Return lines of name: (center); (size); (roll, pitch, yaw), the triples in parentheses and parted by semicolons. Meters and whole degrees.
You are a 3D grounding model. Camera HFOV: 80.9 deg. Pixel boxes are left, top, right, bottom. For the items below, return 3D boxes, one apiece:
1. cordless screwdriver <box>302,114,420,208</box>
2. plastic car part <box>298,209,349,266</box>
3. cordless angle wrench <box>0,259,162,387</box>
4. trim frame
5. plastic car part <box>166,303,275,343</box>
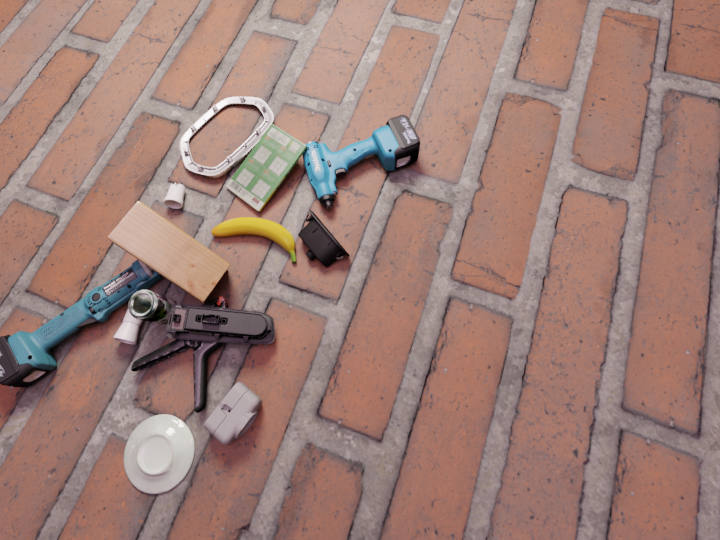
cordless screwdriver: (0.006, -0.234, 0.923); (0.249, 0.072, 0.164); (-17, 70, 1)
plastic car part: (-0.085, -0.056, 0.871); (0.071, 0.064, 0.120); (-38, 75, 4)
cordless angle wrench: (-0.518, 0.063, 0.848); (0.419, 0.073, 0.101); (-38, 74, -13)
trim frame: (-0.317, -0.324, 0.995); (0.192, 0.026, 0.247); (36, 74, 21)
plastic car part: (-0.258, 0.096, 0.791); (0.200, 0.066, 0.068); (7, 62, -7)
